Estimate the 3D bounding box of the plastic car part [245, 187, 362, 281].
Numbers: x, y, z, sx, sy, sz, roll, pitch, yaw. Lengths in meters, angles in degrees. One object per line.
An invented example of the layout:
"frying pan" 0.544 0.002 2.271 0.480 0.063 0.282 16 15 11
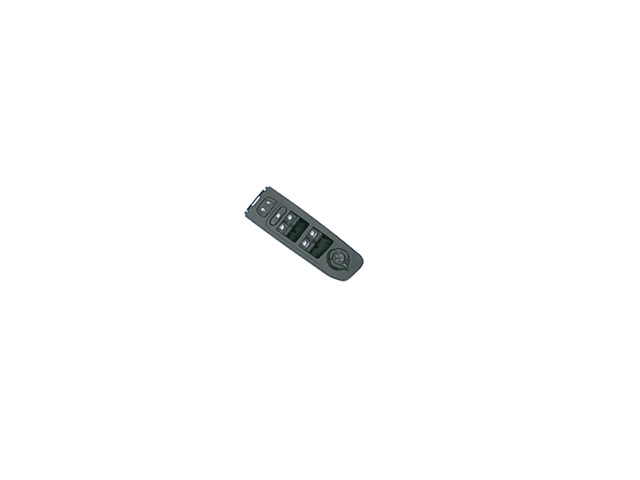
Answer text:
"plastic car part" -0.027 0.002 0.703 0.203 0.066 0.067 34 -26 8
